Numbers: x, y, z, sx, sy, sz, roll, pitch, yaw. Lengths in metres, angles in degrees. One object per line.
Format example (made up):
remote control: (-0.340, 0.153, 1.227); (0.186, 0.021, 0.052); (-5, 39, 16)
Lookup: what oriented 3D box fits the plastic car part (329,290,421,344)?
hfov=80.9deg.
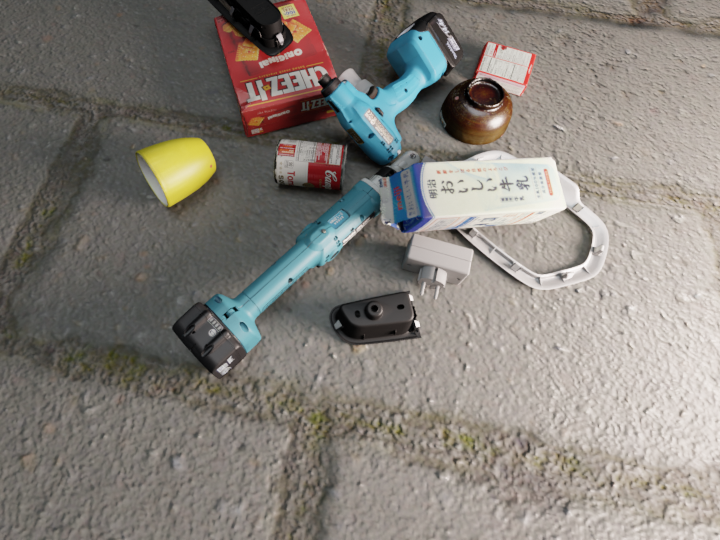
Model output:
plastic car part: (0.021, 0.057, 0.544); (0.115, 0.070, 0.068); (-7, 68, -7)

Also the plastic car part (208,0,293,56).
plastic car part: (-0.179, -0.424, 0.674); (0.065, 0.066, 0.208); (-34, 75, -20)

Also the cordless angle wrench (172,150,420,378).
cordless angle wrench: (-0.056, -0.037, 0.575); (0.076, 0.097, 0.419); (42, 70, 9)

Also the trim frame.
trim frame: (0.244, -0.082, 0.624); (0.257, 0.027, 0.182); (42, 73, 17)

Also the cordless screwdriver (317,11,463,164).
cordless screwdriver: (0.047, -0.303, 0.657); (0.153, 0.077, 0.248); (42, 70, -25)
